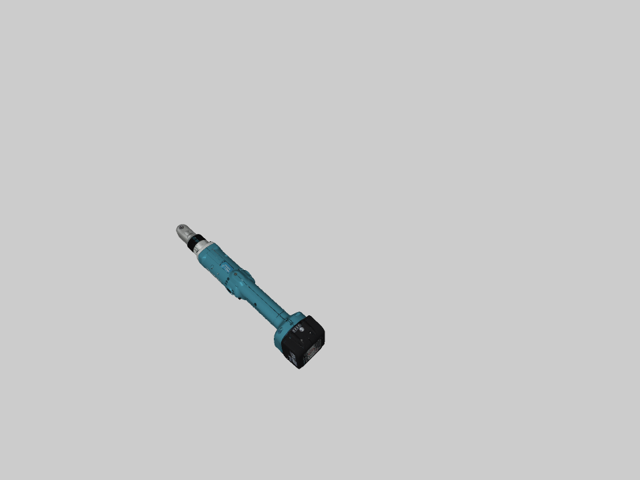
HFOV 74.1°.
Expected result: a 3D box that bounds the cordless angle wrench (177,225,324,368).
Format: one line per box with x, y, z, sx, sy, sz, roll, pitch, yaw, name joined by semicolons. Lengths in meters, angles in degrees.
-0.168;0.091;0.884;0.422;0.074;0.098;38;-27;23;cordless angle wrench
